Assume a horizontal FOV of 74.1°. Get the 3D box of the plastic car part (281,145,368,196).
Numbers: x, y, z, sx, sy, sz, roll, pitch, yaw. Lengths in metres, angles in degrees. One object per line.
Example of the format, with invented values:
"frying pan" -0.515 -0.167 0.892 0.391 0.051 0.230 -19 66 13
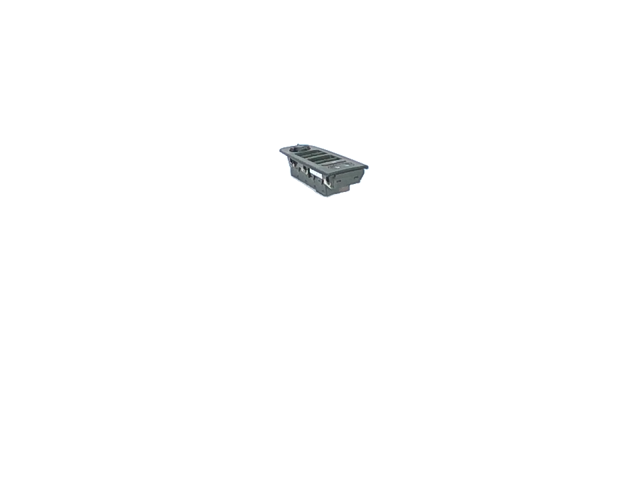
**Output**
"plastic car part" 0.000 -0.111 0.671 0.066 0.067 0.203 -22 33 -18
